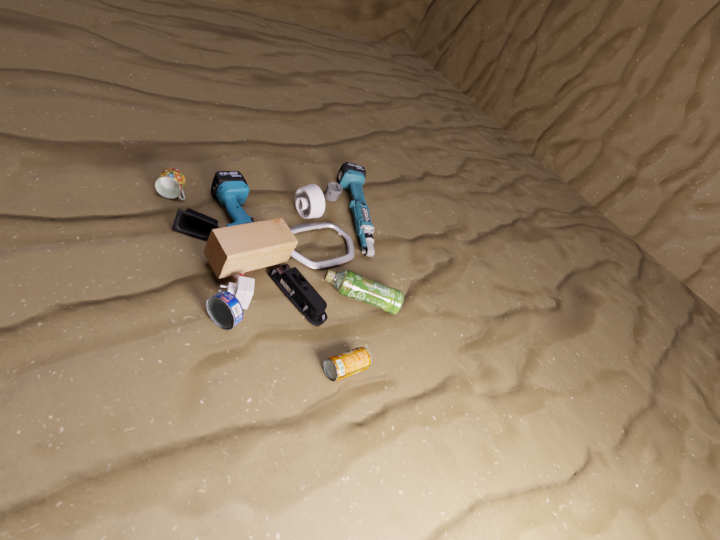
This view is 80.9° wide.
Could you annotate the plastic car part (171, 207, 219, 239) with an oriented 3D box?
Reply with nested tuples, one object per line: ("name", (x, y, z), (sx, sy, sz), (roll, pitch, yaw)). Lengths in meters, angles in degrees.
("plastic car part", (-0.437, -0.130, 1.141), (0.113, 0.065, 0.073), (19, 27, -16))

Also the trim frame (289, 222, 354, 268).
("trim frame", (-0.125, -0.082, 1.275), (0.239, 0.027, 0.192), (-17, 57, -37))

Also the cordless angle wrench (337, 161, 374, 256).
("cordless angle wrench", (-0.003, -0.210, 1.444), (0.095, 0.074, 0.440), (8, 46, -22))

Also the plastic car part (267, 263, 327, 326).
("plastic car part", (-0.151, 0.052, 1.095), (0.064, 0.067, 0.211), (-16, 58, -49))

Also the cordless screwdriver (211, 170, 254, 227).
("cordless screwdriver", (-0.338, -0.181, 1.232), (0.153, 0.074, 0.260), (-5, 54, -33))
